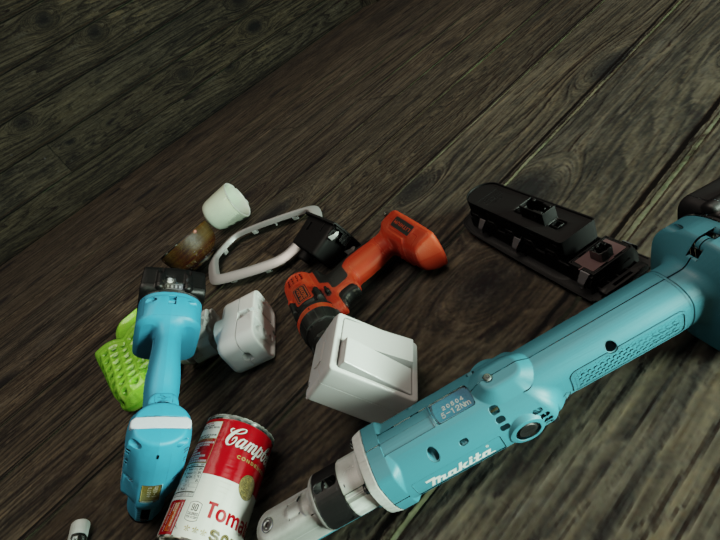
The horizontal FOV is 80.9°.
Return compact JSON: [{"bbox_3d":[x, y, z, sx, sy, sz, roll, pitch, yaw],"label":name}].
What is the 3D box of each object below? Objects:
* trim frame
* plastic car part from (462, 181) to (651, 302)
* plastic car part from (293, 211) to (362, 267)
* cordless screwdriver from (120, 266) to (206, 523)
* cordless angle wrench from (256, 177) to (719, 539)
[{"bbox_3d":[-0.175,-0.048,0.759,0.256,0.026,0.188,-18,37,25],"label":"trim frame"},{"bbox_3d":[0.174,-0.045,0.437,0.066,0.064,0.213,-41,31,-2],"label":"plastic car part"},{"bbox_3d":[-0.062,-0.040,0.632,0.071,0.063,0.123,-54,33,-8],"label":"plastic car part"},{"bbox_3d":[-0.218,0.121,0.462,0.158,0.072,0.260,-66,29,31],"label":"cordless screwdriver"},{"bbox_3d":[0.103,0.090,0.296,0.425,0.093,0.078,-33,34,6],"label":"cordless angle wrench"}]
